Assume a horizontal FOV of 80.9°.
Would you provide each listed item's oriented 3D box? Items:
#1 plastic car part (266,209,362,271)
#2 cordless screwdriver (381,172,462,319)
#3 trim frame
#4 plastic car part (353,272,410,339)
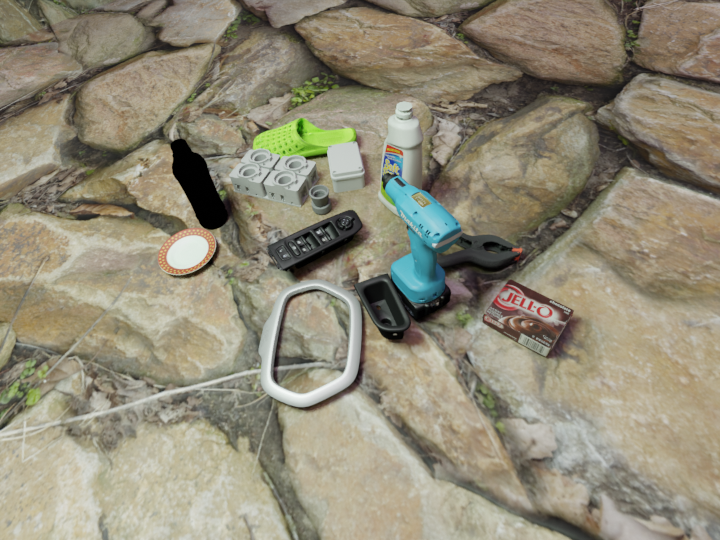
[{"bbox_3d":[-0.084,-0.055,0.857,0.200,0.064,0.070,-30,55,-14],"label":"plastic car part"},{"bbox_3d":[0.088,-0.038,0.705,0.073,0.239,0.167,-26,54,-14],"label":"cordless screwdriver"},{"bbox_3d":[-0.090,0.118,0.749,0.187,0.026,0.255,-2,52,8],"label":"trim frame"},{"bbox_3d":[0.041,0.075,0.734,0.065,0.068,0.122,-19,52,-8],"label":"plastic car part"}]
